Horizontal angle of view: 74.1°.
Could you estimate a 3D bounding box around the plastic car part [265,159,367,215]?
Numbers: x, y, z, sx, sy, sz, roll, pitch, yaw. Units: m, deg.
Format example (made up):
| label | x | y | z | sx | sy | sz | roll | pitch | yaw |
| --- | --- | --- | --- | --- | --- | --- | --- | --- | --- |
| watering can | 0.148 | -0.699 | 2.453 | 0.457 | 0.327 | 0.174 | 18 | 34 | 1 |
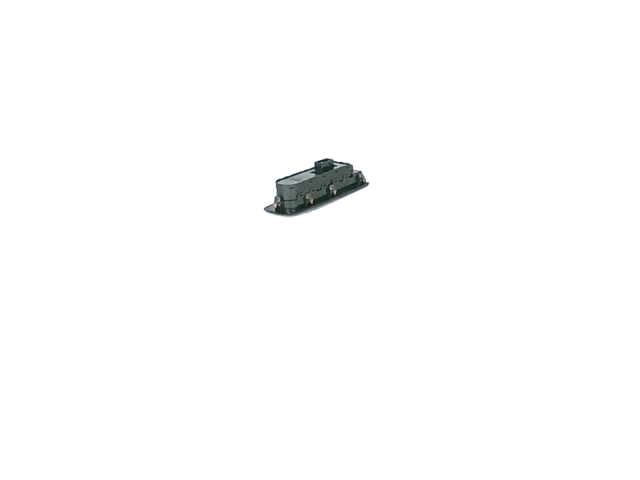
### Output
| label | x | y | z | sx | sy | sz | roll | pitch | yaw |
| --- | --- | --- | --- | --- | --- | --- | --- | --- | --- |
| plastic car part | -0.003 | -0.089 | 0.674 | 0.066 | 0.067 | 0.201 | 23 | 38 | 31 |
